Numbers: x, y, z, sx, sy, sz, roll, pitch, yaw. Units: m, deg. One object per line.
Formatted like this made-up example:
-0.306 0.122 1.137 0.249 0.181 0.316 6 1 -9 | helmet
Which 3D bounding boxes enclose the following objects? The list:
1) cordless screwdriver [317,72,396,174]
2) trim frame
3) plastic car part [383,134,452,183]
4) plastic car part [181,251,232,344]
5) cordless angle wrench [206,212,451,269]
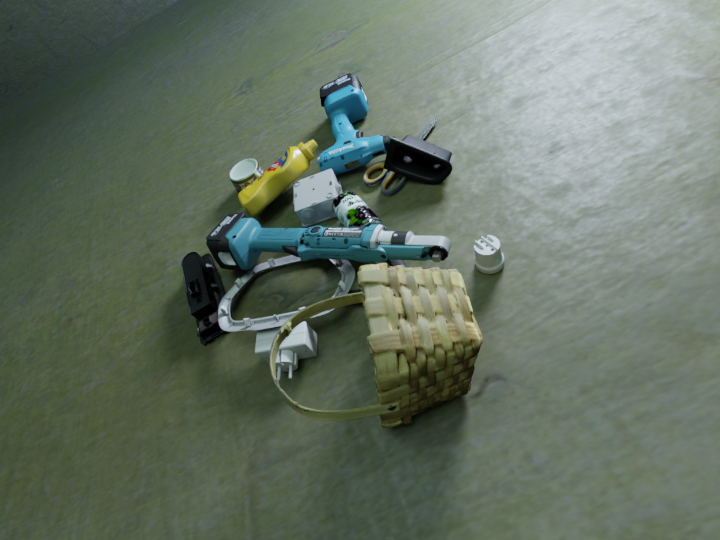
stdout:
-0.011 -0.314 0.892 0.163 0.070 0.256 -16 54 19 | cordless screwdriver
-0.128 0.030 0.703 0.254 0.026 0.189 -11 39 15 | trim frame
0.111 -0.206 0.760 0.119 0.064 0.071 22 50 11 | plastic car part
-0.298 0.036 0.786 0.066 0.063 0.214 -36 46 6 | plastic car part
-0.068 -0.044 0.692 0.442 0.071 0.098 3 43 30 | cordless angle wrench
